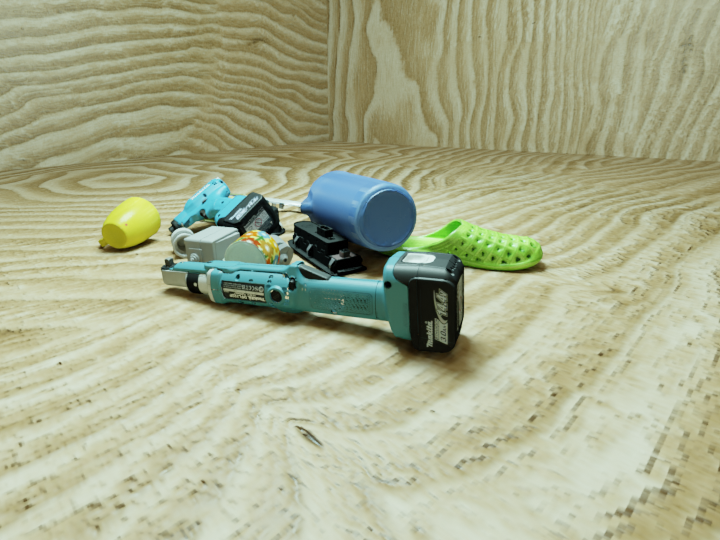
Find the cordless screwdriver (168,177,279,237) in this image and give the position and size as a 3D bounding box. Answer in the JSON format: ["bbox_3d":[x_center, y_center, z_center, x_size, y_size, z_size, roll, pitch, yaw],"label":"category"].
[{"bbox_3d":[-0.290,-0.107,0.865,0.263,0.070,0.158,24,64,43],"label":"cordless screwdriver"}]

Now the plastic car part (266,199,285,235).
[{"bbox_3d":[-0.214,-0.119,0.922,0.123,0.069,0.064,10,23,36],"label":"plastic car part"}]

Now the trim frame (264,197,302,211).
[{"bbox_3d":[-0.153,-0.150,0.994,0.262,0.027,0.175,11,8,38],"label":"trim frame"}]

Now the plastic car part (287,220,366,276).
[{"bbox_3d":[-0.073,-0.048,0.745,0.064,0.065,0.214,-19,24,-26],"label":"plastic car part"}]

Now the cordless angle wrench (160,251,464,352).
[{"bbox_3d":[-0.093,0.021,0.539,0.440,0.096,0.073,4,19,25],"label":"cordless angle wrench"}]
